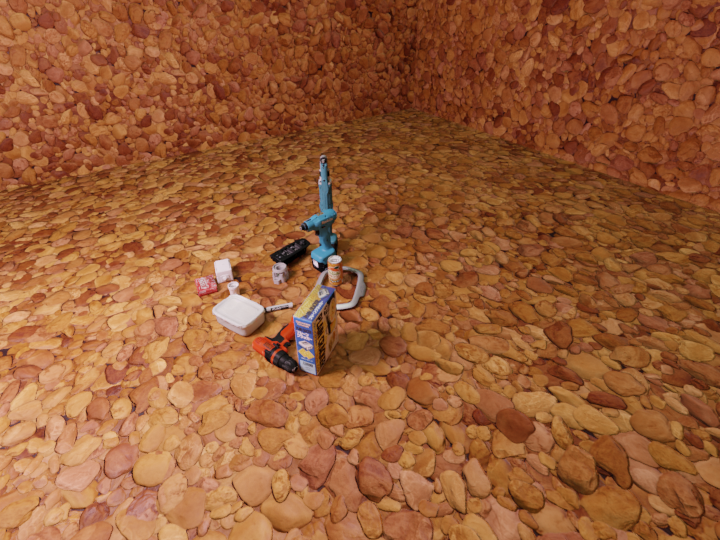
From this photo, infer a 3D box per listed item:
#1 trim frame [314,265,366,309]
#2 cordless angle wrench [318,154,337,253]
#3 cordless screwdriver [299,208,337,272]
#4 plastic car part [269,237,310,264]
[{"bbox_3d":[-0.074,0.061,1.560,0.188,0.027,0.252,3,35,10],"label":"trim frame"},{"bbox_3d":[-0.136,-0.257,1.689,0.075,0.410,0.100,1,33,2],"label":"cordless angle wrench"},{"bbox_3d":[-0.158,-0.103,1.618,0.155,0.241,0.079,-27,41,-33],"label":"cordless screwdriver"},{"bbox_3d":[-0.281,-0.071,1.738,0.070,0.065,0.199,20,41,30],"label":"plastic car part"}]
